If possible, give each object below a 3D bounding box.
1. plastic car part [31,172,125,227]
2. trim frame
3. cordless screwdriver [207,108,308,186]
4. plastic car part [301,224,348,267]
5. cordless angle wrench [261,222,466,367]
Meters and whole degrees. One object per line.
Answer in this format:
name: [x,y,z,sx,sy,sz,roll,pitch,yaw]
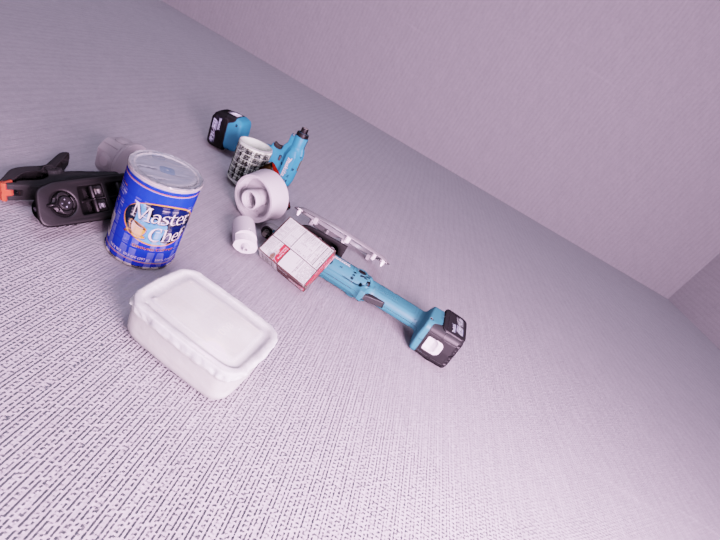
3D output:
plastic car part: [-0.399,-0.108,0.637,0.069,0.065,0.200,-3,15,19]
trim frame: [-0.039,-0.070,0.900,0.236,0.027,0.194,29,1,-34]
cordless screwdriver: [-0.259,-0.340,1.087,0.250,0.158,0.074,30,26,2]
plastic car part: [-0.086,-0.056,0.878,0.119,0.066,0.070,32,14,8]
cordless angle wrench: [-0.007,0.025,0.801,0.430,0.074,0.097,31,26,8]
